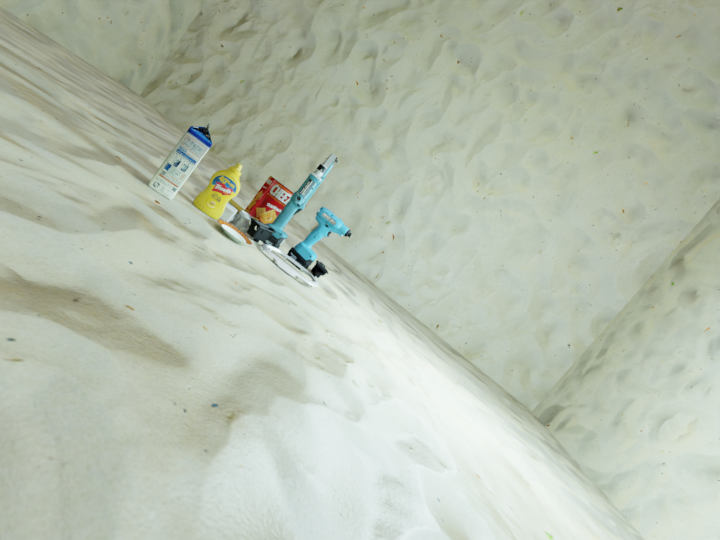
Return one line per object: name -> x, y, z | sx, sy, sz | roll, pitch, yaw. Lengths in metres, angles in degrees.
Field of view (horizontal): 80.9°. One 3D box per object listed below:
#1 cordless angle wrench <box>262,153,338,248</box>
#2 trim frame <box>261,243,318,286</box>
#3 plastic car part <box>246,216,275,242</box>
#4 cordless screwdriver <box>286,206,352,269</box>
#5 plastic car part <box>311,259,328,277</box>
cordless angle wrench -> -0.230, -0.269, 1.600 | 0.098, 0.423, 0.074 | 39, 5, 0
trim frame -> -0.247, -0.017, 1.478 | 0.249, 0.027, 0.184 | 38, 4, 0
plastic car part -> -0.356, -0.133, 1.497 | 0.069, 0.071, 0.111 | 41, 5, 28
cordless screwdriver -> -0.159, -0.104, 1.625 | 0.161, 0.249, 0.073 | 39, 5, 6
plastic car part -> -0.167, -0.002, 1.701 | 0.066, 0.067, 0.204 | 38, 4, -6
